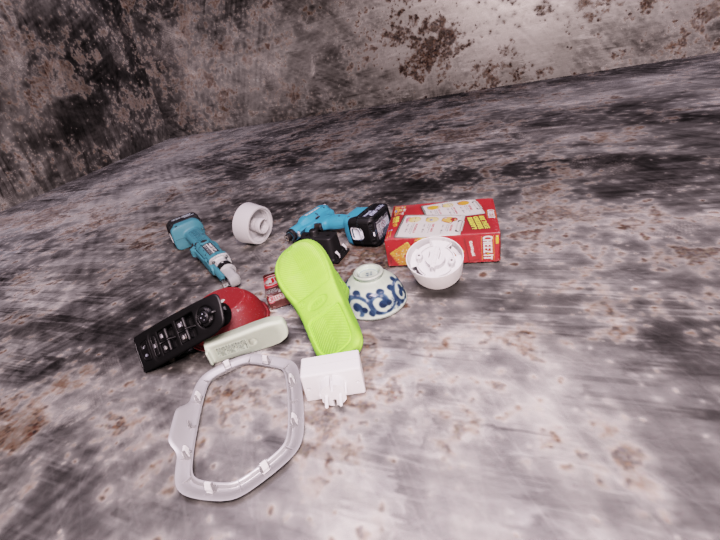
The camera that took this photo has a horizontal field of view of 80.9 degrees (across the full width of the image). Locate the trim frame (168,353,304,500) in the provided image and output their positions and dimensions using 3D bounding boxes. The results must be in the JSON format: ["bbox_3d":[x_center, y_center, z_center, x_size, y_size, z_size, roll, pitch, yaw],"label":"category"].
[{"bbox_3d":[-0.170,0.197,0.586,0.184,0.026,0.258,-15,31,-1],"label":"trim frame"}]

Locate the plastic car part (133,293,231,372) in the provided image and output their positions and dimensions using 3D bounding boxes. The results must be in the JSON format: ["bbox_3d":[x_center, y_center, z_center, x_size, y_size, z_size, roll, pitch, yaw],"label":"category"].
[{"bbox_3d":[-0.291,0.104,0.712,0.207,0.068,0.064,-30,-19,25],"label":"plastic car part"}]

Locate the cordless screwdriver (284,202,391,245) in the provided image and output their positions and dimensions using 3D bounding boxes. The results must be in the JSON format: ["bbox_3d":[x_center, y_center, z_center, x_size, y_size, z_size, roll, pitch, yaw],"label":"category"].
[{"bbox_3d":[-0.058,-0.105,1.020,0.262,0.072,0.156,9,36,41],"label":"cordless screwdriver"}]

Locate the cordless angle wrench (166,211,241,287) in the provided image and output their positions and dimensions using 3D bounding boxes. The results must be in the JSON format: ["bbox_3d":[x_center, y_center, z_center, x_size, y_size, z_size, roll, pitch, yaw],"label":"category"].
[{"bbox_3d":[-0.391,-0.051,1.069,0.096,0.072,0.448,-27,34,-25],"label":"cordless angle wrench"}]

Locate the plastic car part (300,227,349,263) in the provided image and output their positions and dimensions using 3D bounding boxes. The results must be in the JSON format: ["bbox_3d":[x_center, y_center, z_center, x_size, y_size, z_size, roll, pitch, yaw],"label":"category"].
[{"bbox_3d":[-0.094,-0.061,0.959,0.121,0.069,0.065,6,31,26],"label":"plastic car part"}]
